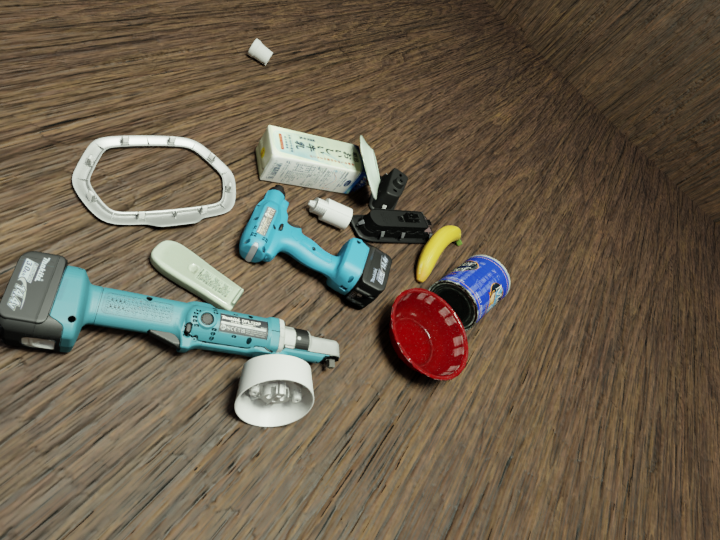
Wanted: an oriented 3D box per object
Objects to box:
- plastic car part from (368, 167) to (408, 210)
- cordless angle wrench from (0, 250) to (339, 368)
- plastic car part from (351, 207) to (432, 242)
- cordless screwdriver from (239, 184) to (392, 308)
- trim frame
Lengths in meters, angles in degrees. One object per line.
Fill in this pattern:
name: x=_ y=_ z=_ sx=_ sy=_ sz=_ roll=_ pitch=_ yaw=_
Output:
plastic car part: x=0.067 y=-0.173 z=0.897 sx=0.065 sy=0.071 sz=0.118 roll=32 pitch=45 yaw=-11
cordless angle wrench: x=-0.210 y=0.074 z=0.553 sx=0.405 sy=0.075 sz=0.101 roll=15 pitch=53 yaw=-26
plastic car part: x=0.074 y=-0.092 z=0.855 sx=0.195 sy=0.068 sz=0.068 roll=-3 pitch=71 yaw=-31
cordless screwdriver: x=-0.071 y=-0.046 z=0.722 sx=0.244 sy=0.074 sz=0.162 roll=24 pitch=49 yaw=-11
trim frame: x=-0.314 y=-0.145 z=0.669 sx=0.238 sy=0.028 sz=0.190 roll=-11 pitch=67 yaw=-39
